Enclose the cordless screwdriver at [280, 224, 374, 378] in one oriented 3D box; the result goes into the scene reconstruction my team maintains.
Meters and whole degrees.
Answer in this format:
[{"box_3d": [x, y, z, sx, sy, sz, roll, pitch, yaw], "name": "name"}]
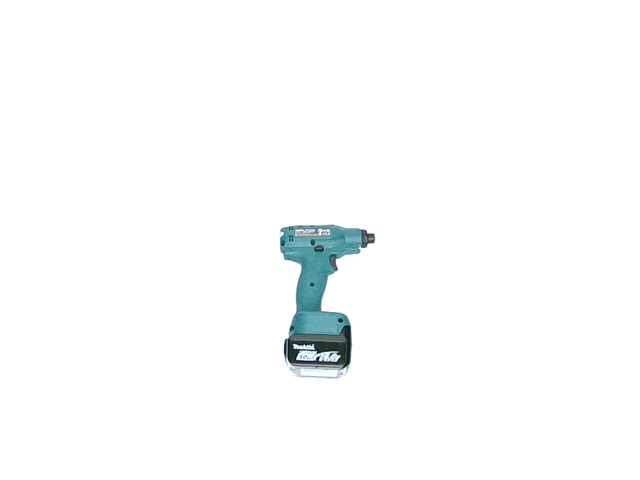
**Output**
[{"box_3d": [0.016, 0.084, 0.668, 0.159, 0.248, 0.074, -2, -30, -2], "name": "cordless screwdriver"}]
